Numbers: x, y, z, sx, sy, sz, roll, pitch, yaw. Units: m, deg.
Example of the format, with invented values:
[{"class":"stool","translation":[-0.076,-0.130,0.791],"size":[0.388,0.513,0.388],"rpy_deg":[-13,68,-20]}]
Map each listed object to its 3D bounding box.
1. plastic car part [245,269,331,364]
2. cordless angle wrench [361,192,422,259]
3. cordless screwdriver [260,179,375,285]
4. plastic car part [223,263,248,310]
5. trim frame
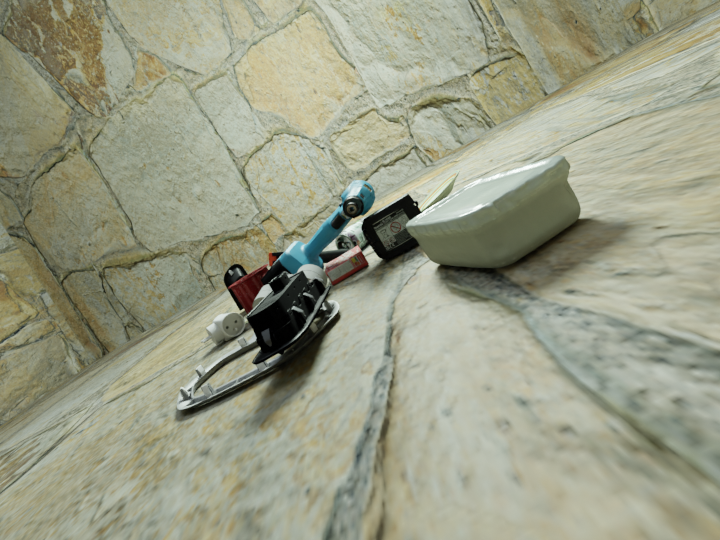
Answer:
[{"class":"plastic car part","translation":[-0.082,0.040,0.488],"size":[0.067,0.066,0.204],"rpy_deg":[-22,14,8]},{"class":"cordless angle wrench","translation":[0.071,-0.106,0.844],"size":[0.099,0.074,0.422],"rpy_deg":[-31,8,10]},{"class":"cordless screwdriver","translation":[-0.070,-0.046,0.719],"size":[0.250,0.074,0.160],"rpy_deg":[-47,8,18]},{"class":"plastic car part","translation":[-0.280,0.048,1.012],"size":[0.065,0.112,0.075],"rpy_deg":[-32,31,-14]},{"class":"trim frame","translation":[-0.135,0.102,0.548],"size":[0.251,0.027,0.184],"rpy_deg":[-30,9,13]}]
